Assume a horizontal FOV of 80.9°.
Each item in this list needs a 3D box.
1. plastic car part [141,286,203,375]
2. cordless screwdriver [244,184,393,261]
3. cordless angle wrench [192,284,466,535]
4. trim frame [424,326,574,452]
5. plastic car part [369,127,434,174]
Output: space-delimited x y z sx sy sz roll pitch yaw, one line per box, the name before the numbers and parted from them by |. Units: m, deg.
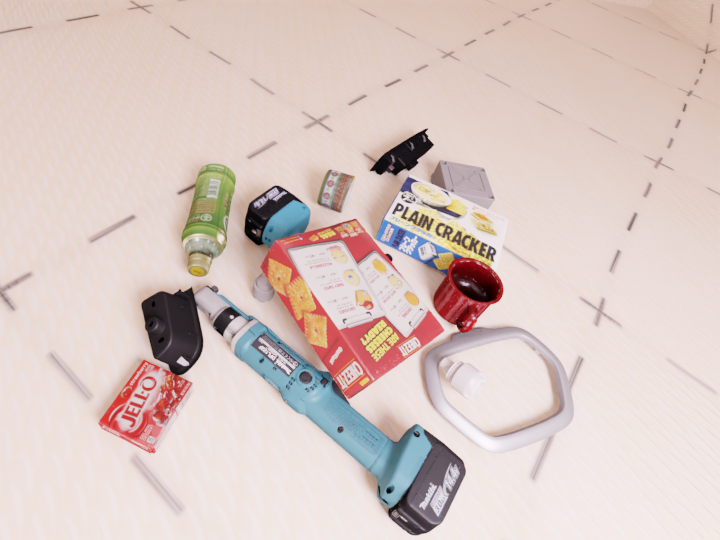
plastic car part | -0.258 0.074 0.566 0.066 0.067 0.122 -30 57 5
cordless screwdriver | -0.071 -0.046 0.725 0.256 0.073 0.156 41 52 15
cordless angle wrench | -0.074 0.153 0.560 0.438 0.073 0.096 35 51 18
trim frame | 0.212 0.167 0.643 0.242 0.027 0.192 -12 56 -20
plastic car part | 0.109 -0.267 0.959 0.068 0.066 0.200 41 52 5
